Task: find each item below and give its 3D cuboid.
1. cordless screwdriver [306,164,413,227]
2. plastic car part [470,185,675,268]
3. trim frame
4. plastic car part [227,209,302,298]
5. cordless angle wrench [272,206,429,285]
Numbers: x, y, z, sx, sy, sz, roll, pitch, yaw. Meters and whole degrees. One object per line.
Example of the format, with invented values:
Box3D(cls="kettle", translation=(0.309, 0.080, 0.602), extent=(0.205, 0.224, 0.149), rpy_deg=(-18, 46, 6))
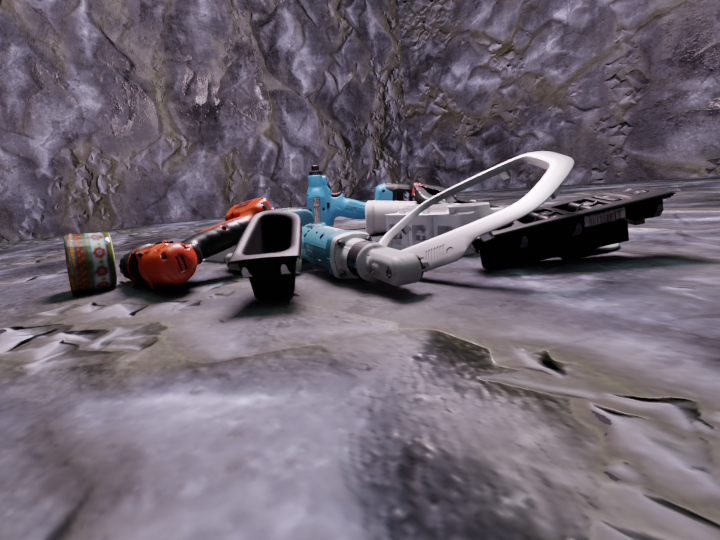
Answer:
Box3D(cls="cordless screwdriver", translation=(-0.005, -0.176, 1.003), extent=(0.251, 0.158, 0.074), rpy_deg=(-2, 8, 5))
Box3D(cls="plastic car part", translation=(0.210, -0.043, 0.454), extent=(0.203, 0.065, 0.068), rpy_deg=(-10, 22, 1))
Box3D(cls="trim frame", translation=(0.109, -0.062, 0.474), extent=(0.257, 0.027, 0.183), rpy_deg=(-20, 23, 42))
Box3D(cls="plastic car part", translation=(-0.088, -0.012, 0.439), extent=(0.066, 0.069, 0.119), rpy_deg=(-5, 26, 0))
Box3D(cls="cordless angle wrench", translation=(-0.055, -0.036, 0.561), extent=(0.095, 0.073, 0.442), rpy_deg=(-10, 14, -24))
